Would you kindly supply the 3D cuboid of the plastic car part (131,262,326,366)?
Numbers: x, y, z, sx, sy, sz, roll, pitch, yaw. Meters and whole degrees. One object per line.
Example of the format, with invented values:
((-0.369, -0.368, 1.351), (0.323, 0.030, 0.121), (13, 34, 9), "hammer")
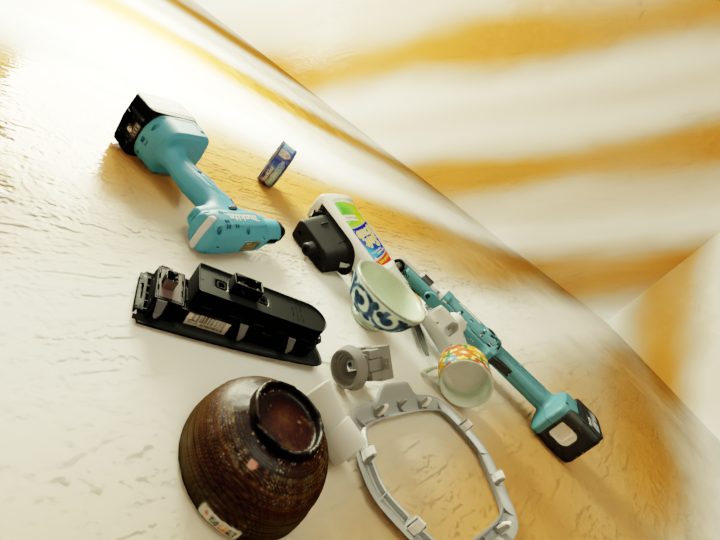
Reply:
((-0.112, 0.039, 0.419), (0.193, 0.067, 0.070), (29, 16, -33), "plastic car part")

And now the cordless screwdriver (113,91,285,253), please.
((-0.210, -0.124, 0.573), (0.257, 0.075, 0.153), (50, 22, 16), "cordless screwdriver")

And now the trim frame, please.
((0.083, 0.203, 0.450), (0.235, 0.027, 0.194), (12, 33, -47), "trim frame")

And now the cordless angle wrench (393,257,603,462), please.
((0.214, 0.129, 0.745), (0.436, 0.074, 0.094), (45, 22, 16), "cordless angle wrench")

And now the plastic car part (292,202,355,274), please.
((-0.066, -0.043, 0.673), (0.068, 0.066, 0.122), (-9, 53, -44), "plastic car part")
